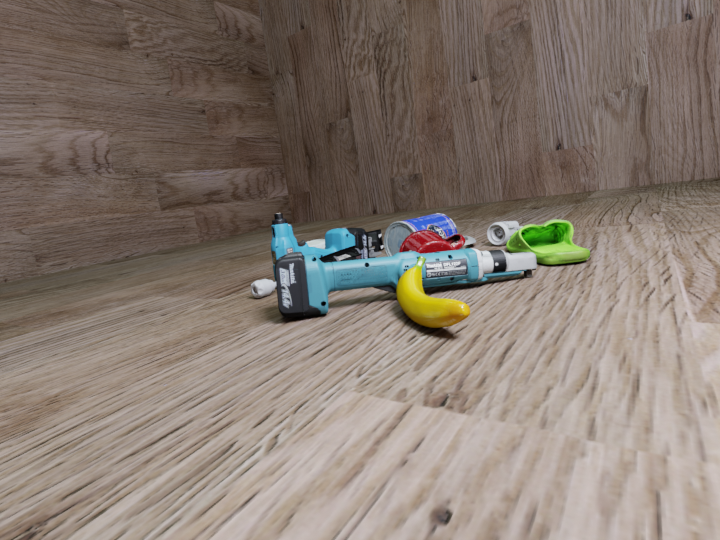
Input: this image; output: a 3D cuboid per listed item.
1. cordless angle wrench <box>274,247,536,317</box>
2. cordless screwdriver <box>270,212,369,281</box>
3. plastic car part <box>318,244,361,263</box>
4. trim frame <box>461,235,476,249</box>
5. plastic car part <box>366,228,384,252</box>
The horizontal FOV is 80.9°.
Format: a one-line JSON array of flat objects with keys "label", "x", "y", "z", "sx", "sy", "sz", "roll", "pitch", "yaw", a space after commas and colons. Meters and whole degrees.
[{"label": "cordless angle wrench", "x": 0.078, "y": 0.002, "z": 0.675, "sx": 0.420, "sy": 0.097, "sz": 0.075, "roll": -6, "pitch": 4, "yaw": -5}, {"label": "cordless screwdriver", "x": -0.094, "y": -0.061, "z": 0.961, "sx": 0.239, "sy": 0.158, "sz": 0.078, "roll": -13, "pitch": 9, "yaw": -40}, {"label": "plastic car part", "x": -0.052, "y": 0.005, "z": 0.855, "sx": 0.071, "sy": 0.065, "sz": 0.195, "roll": 29, "pitch": 28, "yaw": 31}, {"label": "trim frame", "x": 0.188, "y": -0.069, "z": 1.142, "sx": 0.261, "sy": 0.027, "sz": 0.177, "roll": 3, "pitch": 14, "yaw": 42}, {"label": "plastic car part", "x": 0.009, "y": -0.070, "z": 1.219, "sx": 0.117, "sy": 0.064, "sz": 0.072, "roll": -11, "pitch": 22, "yaw": 4}]
